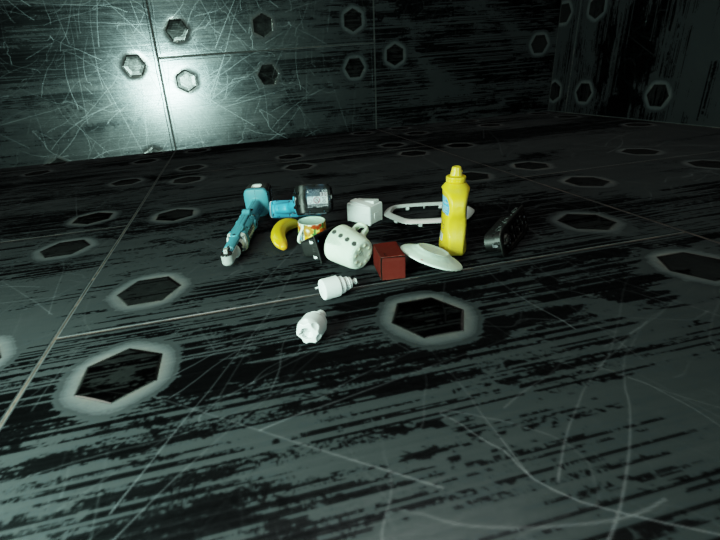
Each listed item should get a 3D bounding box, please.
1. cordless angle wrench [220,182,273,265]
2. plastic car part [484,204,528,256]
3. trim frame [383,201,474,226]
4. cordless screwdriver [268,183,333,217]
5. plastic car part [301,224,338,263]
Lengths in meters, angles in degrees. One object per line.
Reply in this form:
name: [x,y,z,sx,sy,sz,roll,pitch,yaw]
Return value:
cordless angle wrench: [-0.305,-0.125,1.131,0.075,0.095,0.433,-3,30,0]
plastic car part: [0.333,-0.091,0.972,0.070,0.065,0.199,0,24,32]
trim frame: [0.190,-0.161,1.182,0.250,0.027,0.189,-6,27,2]
cordless screwdriver: [-0.143,-0.182,1.162,0.154,0.074,0.258,-6,3,-27]
plastic car part: [-0.098,-0.064,0.998,0.074,0.064,0.114,-7,18,28]
